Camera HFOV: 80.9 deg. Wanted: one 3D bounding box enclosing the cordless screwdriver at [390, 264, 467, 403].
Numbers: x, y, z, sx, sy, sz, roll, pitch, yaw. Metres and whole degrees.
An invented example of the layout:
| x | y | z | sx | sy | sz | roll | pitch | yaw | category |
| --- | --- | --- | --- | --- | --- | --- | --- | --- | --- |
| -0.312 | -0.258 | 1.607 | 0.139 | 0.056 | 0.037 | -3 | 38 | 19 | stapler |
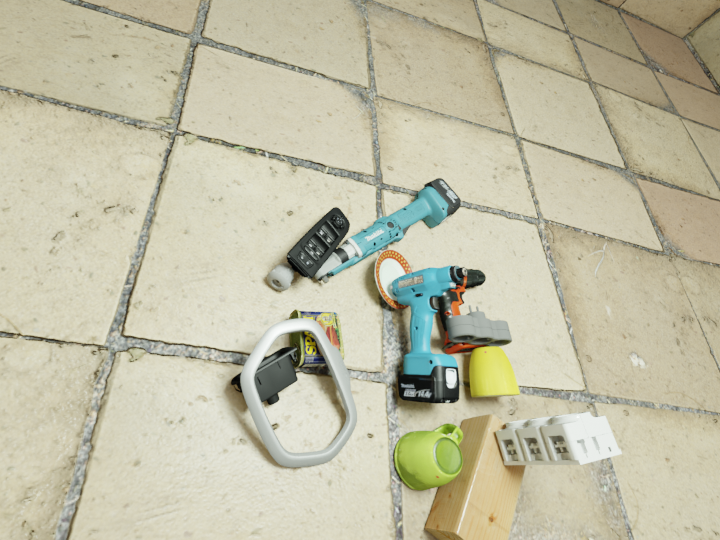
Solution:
| x | y | z | sx | sy | sz | roll | pitch | yaw | category |
| --- | --- | --- | --- | --- | --- | --- | --- | --- | --- |
| 0.138 | 0.115 | 0.787 | 0.070 | 0.164 | 0.254 | 17 | 63 | -41 | cordless screwdriver |

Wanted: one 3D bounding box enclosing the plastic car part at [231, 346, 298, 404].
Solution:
| x | y | z | sx | sy | sz | roll | pitch | yaw | category |
| --- | --- | --- | --- | --- | --- | --- | --- | --- | --- |
| -0.154 | 0.186 | 0.711 | 0.114 | 0.068 | 0.071 | -31 | 93 | -31 | plastic car part |

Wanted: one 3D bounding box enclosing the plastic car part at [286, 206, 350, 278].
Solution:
| x | y | z | sx | sy | sz | roll | pitch | yaw | category |
| --- | --- | --- | --- | --- | --- | --- | --- | --- | --- |
| -0.084 | -0.055 | 0.863 | 0.066 | 0.068 | 0.202 | 40 | 49 | -5 | plastic car part |

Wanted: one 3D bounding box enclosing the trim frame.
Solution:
| x | y | z | sx | sy | sz | roll | pitch | yaw | category |
| --- | --- | --- | --- | --- | --- | --- | --- | --- | --- |
| -0.094 | 0.200 | 0.695 | 0.180 | 0.028 | 0.247 | -27 | 95 | -28 | trim frame |

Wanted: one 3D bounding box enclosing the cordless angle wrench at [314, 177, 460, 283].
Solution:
| x | y | z | sx | sy | sz | roll | pitch | yaw | category |
| --- | --- | --- | --- | --- | --- | --- | --- | --- | --- |
| 0.058 | -0.088 | 0.945 | 0.413 | 0.074 | 0.100 | -32 | 78 | -30 | cordless angle wrench |
